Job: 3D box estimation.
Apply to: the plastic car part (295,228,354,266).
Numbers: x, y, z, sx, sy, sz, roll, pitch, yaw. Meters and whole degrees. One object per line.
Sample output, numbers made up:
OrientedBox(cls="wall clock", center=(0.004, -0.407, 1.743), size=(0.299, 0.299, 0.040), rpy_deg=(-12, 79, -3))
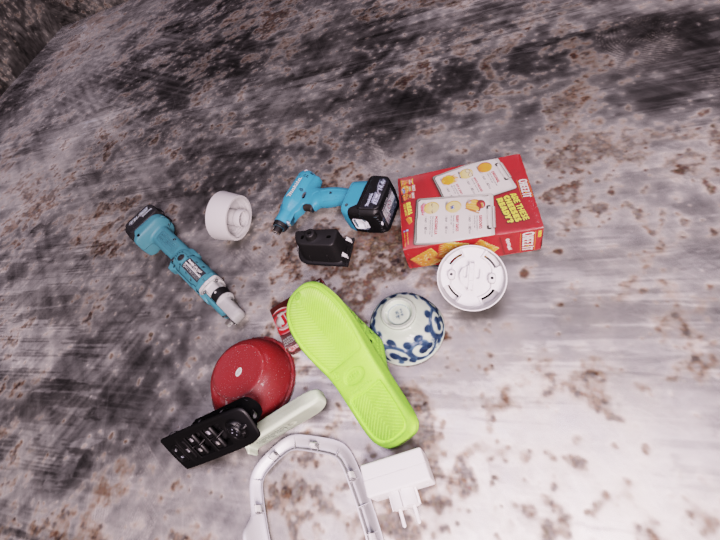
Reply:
OrientedBox(cls="plastic car part", center=(-0.079, -0.052, 0.810), size=(0.121, 0.067, 0.067), rpy_deg=(3, 57, 21))

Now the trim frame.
OrientedBox(cls="trim frame", center=(-0.068, 0.344, 0.561), size=(0.185, 0.026, 0.260), rpy_deg=(-28, 53, 4))

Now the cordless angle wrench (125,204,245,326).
OrientedBox(cls="cordless angle wrench", center=(-0.375, -0.014, 0.913), size=(0.447, 0.071, 0.097), rpy_deg=(34, 75, 34))

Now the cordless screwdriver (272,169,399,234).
OrientedBox(cls="cordless screwdriver", center=(-0.059, -0.124, 0.851), size=(0.262, 0.070, 0.160), rpy_deg=(13, 64, 33))

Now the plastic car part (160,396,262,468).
OrientedBox(cls="plastic car part", center=(-0.215, 0.242, 0.640), size=(0.208, 0.066, 0.066), rpy_deg=(-30, 7, 34))
